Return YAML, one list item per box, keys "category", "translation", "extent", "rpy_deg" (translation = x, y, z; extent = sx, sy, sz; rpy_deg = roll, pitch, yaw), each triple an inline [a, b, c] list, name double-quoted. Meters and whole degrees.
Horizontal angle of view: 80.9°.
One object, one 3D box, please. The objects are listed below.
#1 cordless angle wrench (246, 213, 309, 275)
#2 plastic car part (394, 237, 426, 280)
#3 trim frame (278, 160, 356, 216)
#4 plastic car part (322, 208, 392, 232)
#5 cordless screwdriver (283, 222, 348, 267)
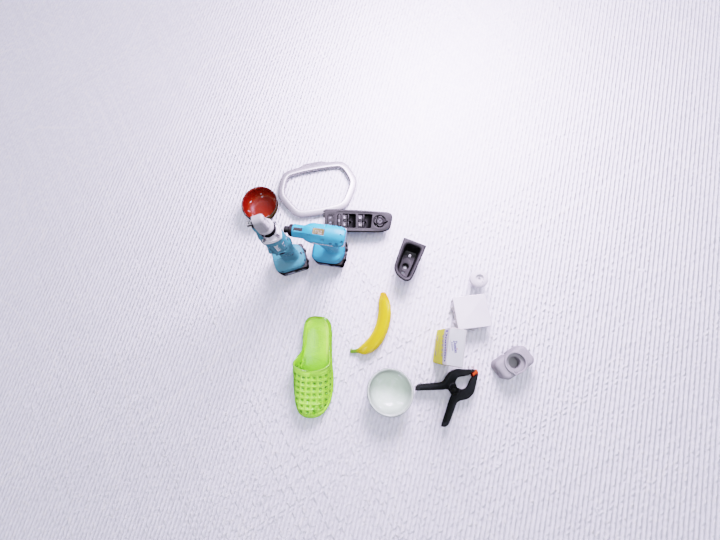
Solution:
- category: "cordless angle wrench"
  translation: [-0.209, -0.067, 1.082]
  extent: [0.098, 0.414, 0.076]
  rpy_deg: [-17, 78, -2]
- category: "plastic car part"
  translation: [0.133, -0.023, 1.207]
  extent: [0.067, 0.069, 0.117]
  rpy_deg: [21, 79, 9]
- category: "trim frame"
  translation: [-0.135, -0.260, 1.323]
  extent: [0.250, 0.027, 0.188]
  rpy_deg: [-11, 75, 4]
- category: "plastic car part"
  translation: [-0.009, -0.141, 1.257]
  extent: [0.205, 0.065, 0.067]
  rpy_deg: [1, 77, 7]
- category: "cordless screwdriver"
  translation: [-0.113, -0.074, 1.160]
  extent: [0.161, 0.243, 0.075]
  rpy_deg: [9, 79, 5]
